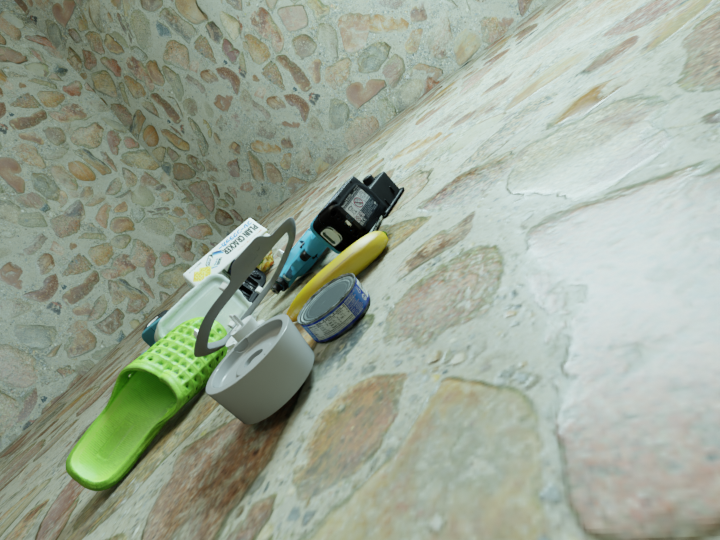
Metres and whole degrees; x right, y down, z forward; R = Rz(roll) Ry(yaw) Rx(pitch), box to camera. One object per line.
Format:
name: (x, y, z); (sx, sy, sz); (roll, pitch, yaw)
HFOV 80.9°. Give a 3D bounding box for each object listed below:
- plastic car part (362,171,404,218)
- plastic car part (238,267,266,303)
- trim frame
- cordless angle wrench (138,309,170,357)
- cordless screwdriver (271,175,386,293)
plastic car part: (0.029, -0.144, 0.794); (0.068, 0.069, 0.116); (-24, 24, 42)
plastic car part: (-0.260, 0.050, 0.935); (0.067, 0.066, 0.205); (-60, 7, 26)
trim frame: (-0.164, 0.022, 0.622); (0.247, 0.028, 0.182); (-55, -5, -32)
cordless angle wrench: (-0.418, 0.198, 0.849); (0.074, 0.095, 0.437); (-40, 21, -2)
cordless screwdriver: (-0.070, -0.046, 0.716); (0.158, 0.073, 0.253); (-54, 12, -30)
